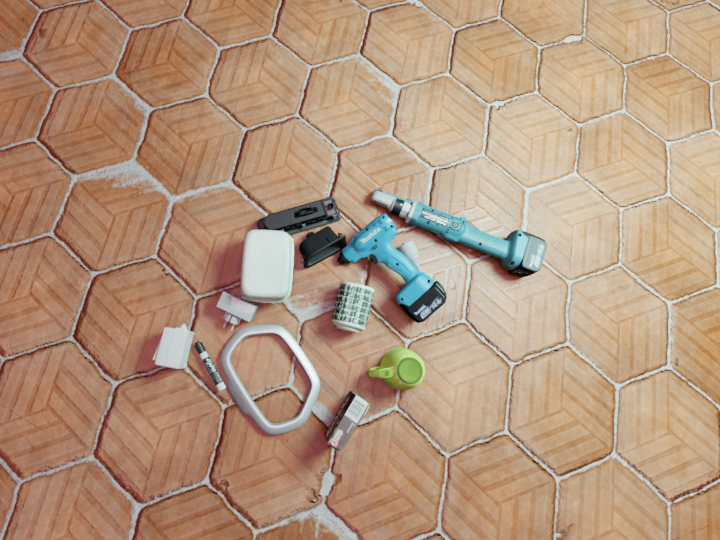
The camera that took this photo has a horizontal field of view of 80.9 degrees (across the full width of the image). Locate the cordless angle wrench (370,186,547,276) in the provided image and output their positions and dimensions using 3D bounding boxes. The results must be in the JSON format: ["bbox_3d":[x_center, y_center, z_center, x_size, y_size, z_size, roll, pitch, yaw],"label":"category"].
[{"bbox_3d":[0.224,-0.104,1.027,0.427,0.073,0.098,22,76,5],"label":"cordless angle wrench"}]

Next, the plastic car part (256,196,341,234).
[{"bbox_3d":[-0.149,-0.127,1.018,0.202,0.067,0.067,-18,87,-5],"label":"plastic car part"}]

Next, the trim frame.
[{"bbox_3d":[-0.202,0.236,0.940,0.182,0.027,0.252,-35,82,-12],"label":"trim frame"}]

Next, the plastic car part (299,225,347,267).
[{"bbox_3d":[-0.099,-0.064,1.008,0.116,0.064,0.074,-27,66,-7],"label":"plastic car part"}]

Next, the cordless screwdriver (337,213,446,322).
[{"bbox_3d":[0.071,0.009,0.979,0.160,0.073,0.252,-40,83,15],"label":"cordless screwdriver"}]
